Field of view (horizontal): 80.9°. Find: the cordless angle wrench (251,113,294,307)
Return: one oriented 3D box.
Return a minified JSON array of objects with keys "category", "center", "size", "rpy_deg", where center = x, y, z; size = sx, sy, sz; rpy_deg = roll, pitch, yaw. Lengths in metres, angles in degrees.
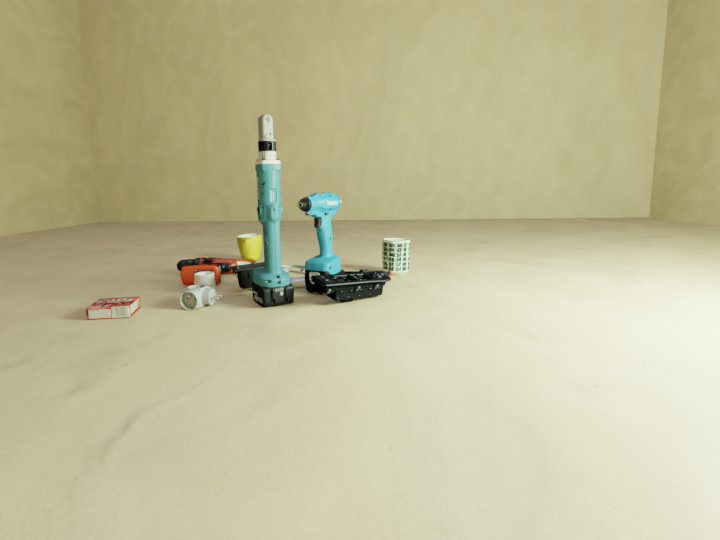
[{"category":"cordless angle wrench","center":[-0.205,-0.133,0.950],"size":[0.071,0.419,0.103],"rpy_deg":[-5,10,-31]}]

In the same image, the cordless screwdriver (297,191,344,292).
[{"category":"cordless screwdriver","center":[-0.102,-0.067,1.041],"size":[0.077,0.246,0.154],"rpy_deg":[4,10,26]}]

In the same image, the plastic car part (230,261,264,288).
[{"category":"plastic car part","center":[-0.270,0.017,1.087],"size":[0.113,0.070,0.069],"rpy_deg":[-5,11,-21]}]

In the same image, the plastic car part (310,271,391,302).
[{"category":"plastic car part","center":[-0.014,0.037,0.973],"size":[0.195,0.066,0.070],"rpy_deg":[-9,13,-33]}]

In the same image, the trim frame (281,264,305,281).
[{"category":"trim frame","center":[-0.204,0.011,1.216],"size":[0.262,0.027,0.176],"rpy_deg":[10,16,42]}]
